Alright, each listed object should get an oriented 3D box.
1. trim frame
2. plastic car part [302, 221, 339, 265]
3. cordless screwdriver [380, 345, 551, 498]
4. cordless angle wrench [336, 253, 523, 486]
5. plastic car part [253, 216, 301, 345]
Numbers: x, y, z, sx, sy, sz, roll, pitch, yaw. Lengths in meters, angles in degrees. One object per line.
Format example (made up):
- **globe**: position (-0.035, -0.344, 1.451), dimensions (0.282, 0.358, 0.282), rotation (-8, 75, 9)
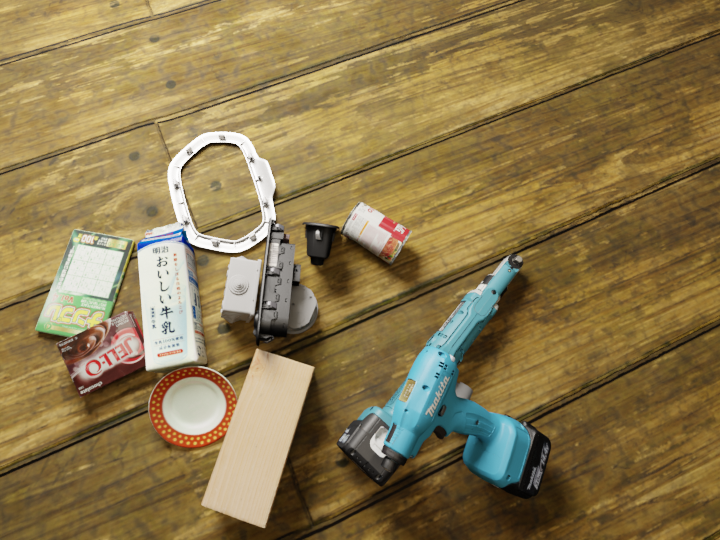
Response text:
- **trim frame**: position (-0.249, -0.148, 0.765), dimensions (0.182, 0.027, 0.255), rotation (-18, 71, -8)
- **plastic car part**: position (-0.068, -0.045, 0.698), dimensions (0.066, 0.117, 0.070), rotation (6, 97, -4)
- **cordless screwdriver**: position (0.139, 0.230, 0.566), dimensions (0.239, 0.077, 0.159), rotation (38, 70, -21)
- **cordless angle wrench**: position (0.130, 0.126, 0.658), dimensions (0.076, 0.097, 0.420), rotation (41, 71, 7)
- **plastic car part**: position (-0.127, 0.021, 0.643), dimensions (0.066, 0.066, 0.208), rotation (12, 56, -12)
